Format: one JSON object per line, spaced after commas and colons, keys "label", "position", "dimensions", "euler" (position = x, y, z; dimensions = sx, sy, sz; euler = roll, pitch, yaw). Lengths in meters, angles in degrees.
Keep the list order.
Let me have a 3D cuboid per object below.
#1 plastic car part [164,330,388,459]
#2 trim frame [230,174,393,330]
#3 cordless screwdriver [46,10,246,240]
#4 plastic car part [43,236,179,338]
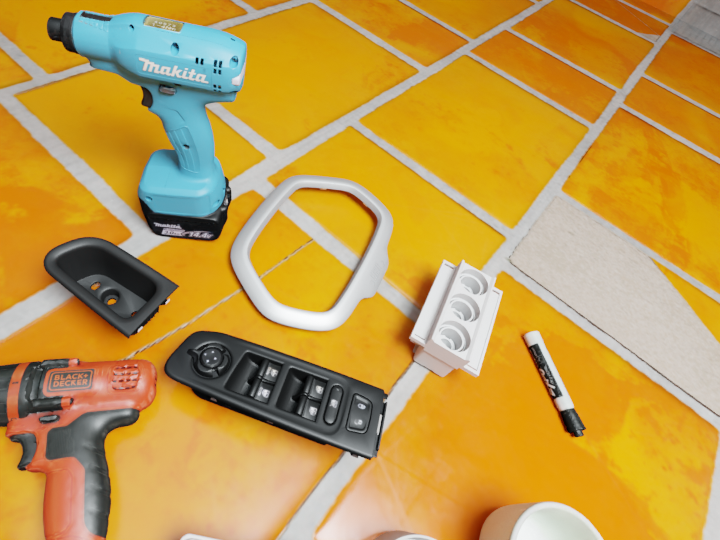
{"label": "plastic car part", "position": [-0.081, 0.115, 0.400], "dimensions": [0.204, 0.066, 0.067], "euler": [21, 53, 1]}
{"label": "trim frame", "position": [-0.053, -0.035, 0.540], "dimensions": [0.186, 0.027, 0.249], "euler": [25, 53, 5]}
{"label": "cordless screwdriver", "position": [-0.206, -0.136, 0.437], "dimensions": [0.156, 0.246, 0.076], "euler": [10, 55, -12]}
{"label": "plastic car part", "position": [-0.248, 0.021, 0.423], "dimensions": [0.118, 0.070, 0.066], "euler": [31, 53, 8]}
